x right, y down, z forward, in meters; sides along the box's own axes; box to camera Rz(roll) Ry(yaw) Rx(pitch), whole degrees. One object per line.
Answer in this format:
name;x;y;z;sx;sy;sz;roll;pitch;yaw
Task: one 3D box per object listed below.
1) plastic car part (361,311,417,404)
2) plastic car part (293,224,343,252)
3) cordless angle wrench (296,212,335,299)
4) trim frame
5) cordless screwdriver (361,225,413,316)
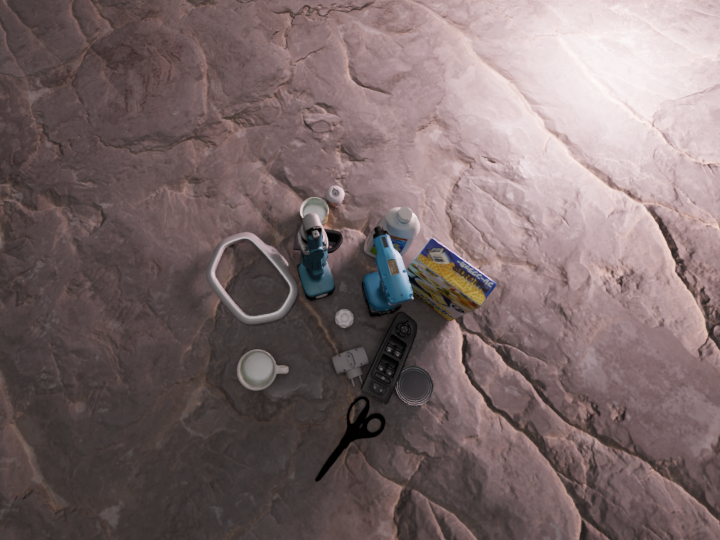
plastic car part;0.069;0.194;0.959;0.067;0.066;0.203;25;74;5
plastic car part;-0.102;-0.067;1.042;0.117;0.070;0.067;8;74;2
cordless angle wrench;-0.093;-0.027;0.848;0.074;0.417;0.100;-16;77;-9
trim frame;-0.266;0.018;1.039;0.183;0.027;0.255;-41;76;-11
cordless screwdriver;0.049;0.012;0.923;0.074;0.245;0.163;-13;76;-8
